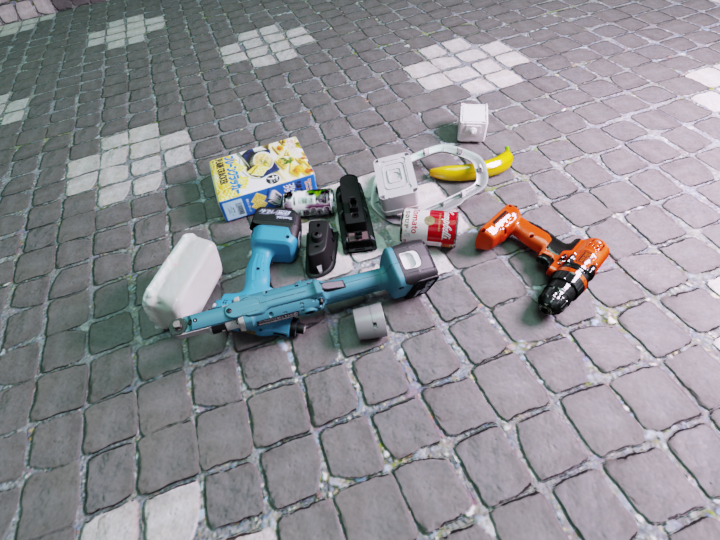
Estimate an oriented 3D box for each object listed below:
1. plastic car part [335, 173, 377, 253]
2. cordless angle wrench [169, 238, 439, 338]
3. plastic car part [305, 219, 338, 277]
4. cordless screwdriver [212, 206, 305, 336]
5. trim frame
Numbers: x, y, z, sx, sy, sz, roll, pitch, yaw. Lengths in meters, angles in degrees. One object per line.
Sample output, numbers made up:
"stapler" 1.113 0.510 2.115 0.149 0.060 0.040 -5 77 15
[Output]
"plastic car part" -0.017 -0.127 0.866 0.067 0.064 0.211 -13 47 4
"cordless angle wrench" -0.087 0.042 0.677 0.416 0.096 0.077 -14 67 -12
"plastic car part" -0.079 -0.051 0.803 0.067 0.068 0.120 -4 47 5
"cordless screwdriver" -0.155 0.002 0.770 0.161 0.072 0.253 8 55 6
"trim frame" 0.138 -0.185 0.883 0.249 0.026 0.192 -23 56 1
